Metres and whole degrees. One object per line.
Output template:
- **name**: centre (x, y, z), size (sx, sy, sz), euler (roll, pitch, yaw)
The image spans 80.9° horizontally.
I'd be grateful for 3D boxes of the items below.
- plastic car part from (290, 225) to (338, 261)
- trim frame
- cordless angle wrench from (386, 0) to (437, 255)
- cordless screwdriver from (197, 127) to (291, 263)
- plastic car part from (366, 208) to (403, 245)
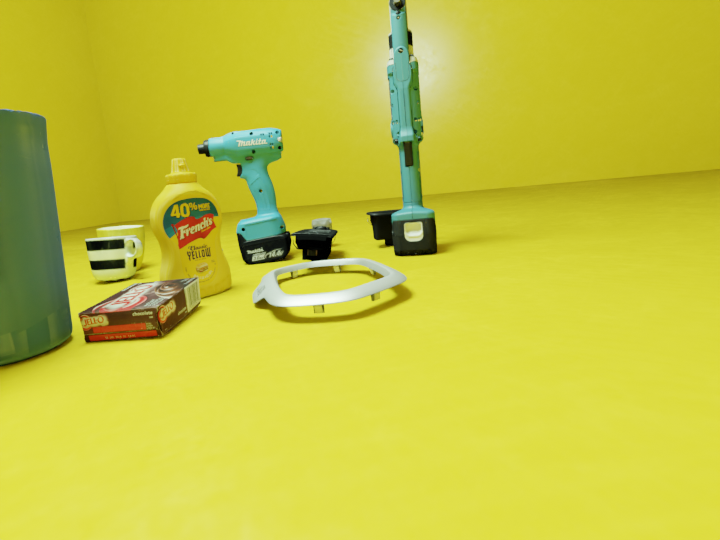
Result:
- **plastic car part**: centre (-0.072, -0.047, 0.740), size (0.067, 0.066, 0.204), euler (-6, 12, 1)
- **trim frame**: centre (-0.048, 0.014, 0.544), size (0.181, 0.027, 0.256), euler (-9, 13, -13)
- **cordless angle wrench**: centre (0.079, -0.240, 0.719), size (0.076, 0.418, 0.097), euler (-4, 9, 12)
- **cordless screwdriver**: centre (-0.216, -0.139, 0.806), size (0.159, 0.246, 0.075), euler (-6, 9, -1)
- **plastic car part**: centre (0.064, -0.086, 0.840), size (0.113, 0.070, 0.069), euler (-11, 12, -26)
